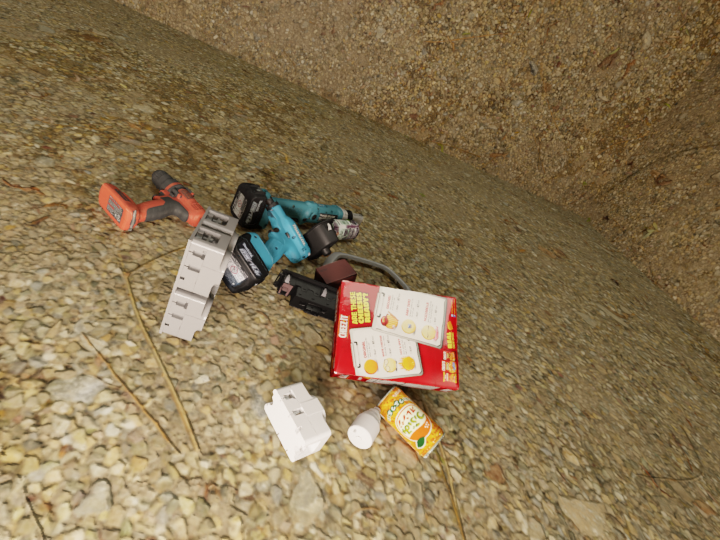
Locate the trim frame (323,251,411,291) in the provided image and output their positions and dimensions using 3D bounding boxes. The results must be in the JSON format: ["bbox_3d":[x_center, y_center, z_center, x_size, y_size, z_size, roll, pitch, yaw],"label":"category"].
[{"bbox_3d":[0.020,0.025,1.033,0.239,0.027,0.192,16,30,-23],"label":"trim frame"}]

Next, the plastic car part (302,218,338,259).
[{"bbox_3d":[-0.098,-0.064,1.005,0.063,0.119,0.072,-14,75,-51],"label":"plastic car part"}]

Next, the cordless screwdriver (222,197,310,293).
[{"bbox_3d":[-0.206,-0.062,0.882,0.158,0.076,0.244,59,29,-5],"label":"cordless screwdriver"}]

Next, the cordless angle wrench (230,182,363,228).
[{"bbox_3d":[-0.139,-0.154,1.128,0.402,0.097,0.078,0,37,-45],"label":"cordless angle wrench"}]

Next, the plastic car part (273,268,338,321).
[{"bbox_3d":[-0.077,0.063,0.856,0.197,0.066,0.069,19,40,-15],"label":"plastic car part"}]
